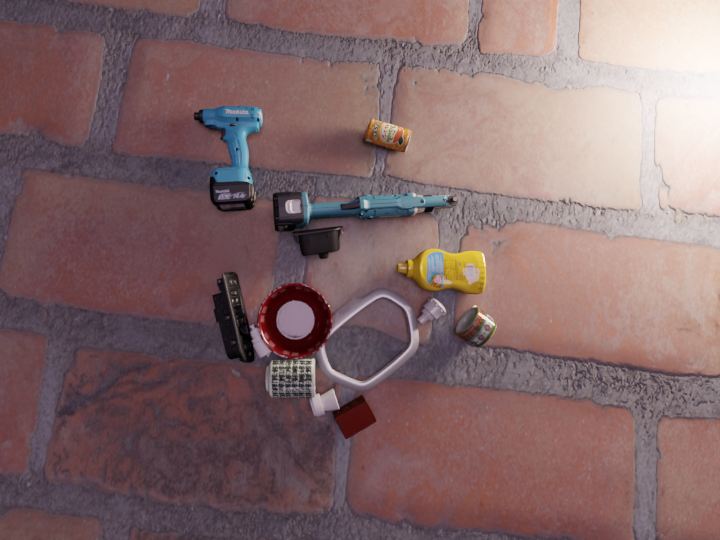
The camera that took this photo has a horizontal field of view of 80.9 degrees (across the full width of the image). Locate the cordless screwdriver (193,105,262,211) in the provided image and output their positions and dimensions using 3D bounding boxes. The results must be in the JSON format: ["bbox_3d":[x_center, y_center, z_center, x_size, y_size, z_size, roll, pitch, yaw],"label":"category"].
[{"bbox_3d":[-0.312,-0.264,0.976,0.159,0.073,0.252,1,78,-2],"label":"cordless screwdriver"}]

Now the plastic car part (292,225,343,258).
[{"bbox_3d":[-0.094,-0.061,0.960,0.115,0.067,0.070,-4,99,-6],"label":"plastic car part"}]

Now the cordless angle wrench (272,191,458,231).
[{"bbox_3d":[0.014,-0.144,0.962,0.419,0.098,0.075,-4,84,-6],"label":"cordless angle wrench"}]

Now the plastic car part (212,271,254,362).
[{"bbox_3d":[-0.283,0.108,0.925,0.067,0.065,0.205,-20,83,4],"label":"plastic car part"}]

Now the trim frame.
[{"bbox_3d":[0.016,0.152,0.943,0.248,0.027,0.186,-38,85,-4],"label":"trim frame"}]
